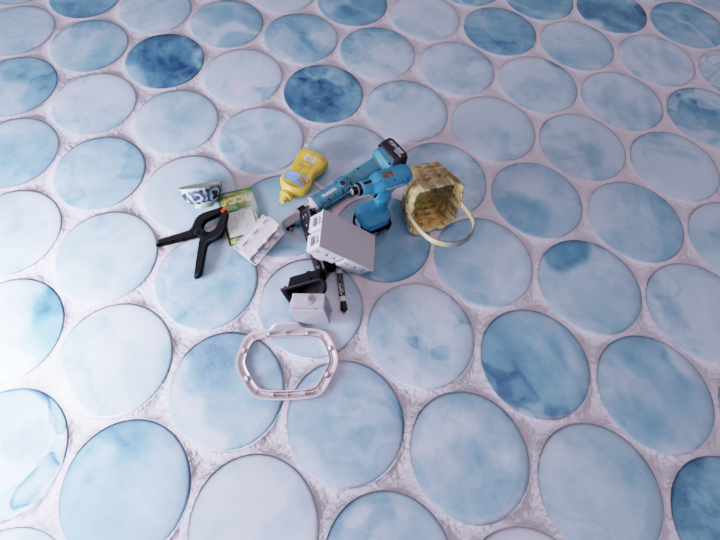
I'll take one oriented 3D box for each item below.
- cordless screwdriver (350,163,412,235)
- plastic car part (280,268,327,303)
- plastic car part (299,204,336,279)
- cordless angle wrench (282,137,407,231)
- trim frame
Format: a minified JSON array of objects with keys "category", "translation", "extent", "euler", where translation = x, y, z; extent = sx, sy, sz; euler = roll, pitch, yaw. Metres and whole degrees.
[{"category":"cordless screwdriver","translation":[0.029,-0.171,1.100],"extent":[0.156,0.245,0.077],"euler":[-21,70,-20]},{"category":"plastic car part","translation":[-0.140,0.033,1.089],"extent":[0.118,0.063,0.073],"euler":[-20,39,12]},{"category":"plastic car part","translation":[-0.111,-0.073,1.138],"extent":[0.064,0.068,0.206],"euler":[-5,77,-35]},{"category":"cordless angle wrench","translation":[-0.051,-0.241,1.233],"extent":[0.418,0.073,0.101],"euler":[-35,75,-14]},{"category":"trim frame","translation":[-0.179,0.218,1.028],"extent":[0.248,0.027,0.189],"euler":[-2,63,-1]}]
